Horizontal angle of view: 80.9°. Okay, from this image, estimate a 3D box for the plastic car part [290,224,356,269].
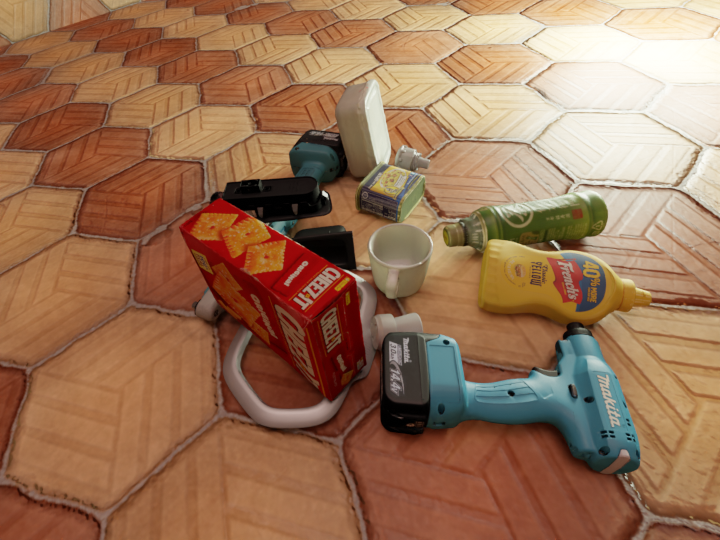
[{"bbox_3d":[-0.064,-0.042,0.659,0.119,0.064,0.072,-2,31,10],"label":"plastic car part"}]

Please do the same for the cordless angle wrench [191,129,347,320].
[{"bbox_3d":[-0.139,-0.089,0.705,0.101,0.071,0.424,13,52,19],"label":"cordless angle wrench"}]

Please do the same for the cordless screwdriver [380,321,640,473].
[{"bbox_3d":[0.147,0.114,0.465,0.253,0.072,0.162,5,47,8],"label":"cordless screwdriver"}]

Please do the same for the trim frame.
[{"bbox_3d":[-0.072,0.086,0.555,0.190,0.026,0.250,8,47,17],"label":"trim frame"}]

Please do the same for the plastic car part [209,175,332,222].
[{"bbox_3d":[-0.144,-0.113,0.654,0.205,0.064,0.068,0,44,7],"label":"plastic car part"}]
